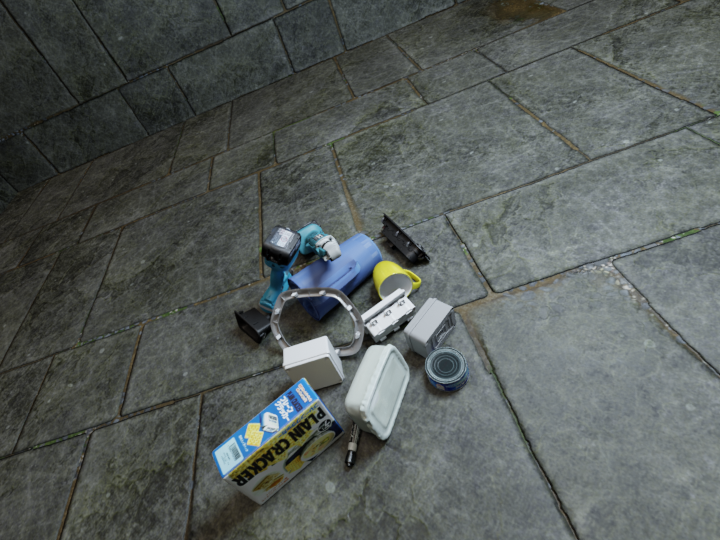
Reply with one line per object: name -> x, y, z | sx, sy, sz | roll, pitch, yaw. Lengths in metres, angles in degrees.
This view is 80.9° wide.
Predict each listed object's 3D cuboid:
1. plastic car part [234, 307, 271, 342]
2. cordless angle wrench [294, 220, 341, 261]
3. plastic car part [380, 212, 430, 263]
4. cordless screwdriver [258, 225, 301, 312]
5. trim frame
plastic car part -> -0.279, 0.142, 1.143 | 0.123, 0.063, 0.069 | 25, 47, 37
cordless angle wrench -> -0.109, -0.071, 1.116 | 0.097, 0.073, 0.435 | -32, 16, -8
plastic car part -> 0.112, -0.082, 1.166 | 0.067, 0.063, 0.215 | -41, 43, -3
cordless screwdriver -> -0.210, -0.014, 1.137 | 0.075, 0.244, 0.160 | 22, 44, 4
trim frame -> -0.109, 0.131, 1.002 | 0.257, 0.182, 0.027 | -5, 9, 23
